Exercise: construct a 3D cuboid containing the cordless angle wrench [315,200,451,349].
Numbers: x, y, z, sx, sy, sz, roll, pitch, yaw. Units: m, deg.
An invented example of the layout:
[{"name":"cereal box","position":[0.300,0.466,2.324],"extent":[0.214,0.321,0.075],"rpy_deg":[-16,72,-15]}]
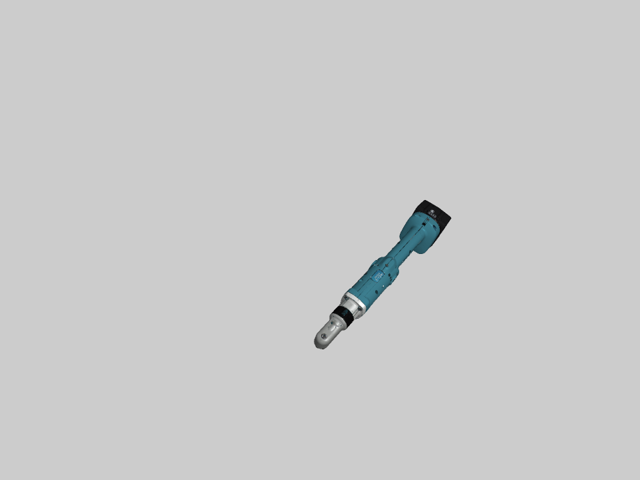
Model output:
[{"name":"cordless angle wrench","position":[0.127,0.066,0.859],"extent":[0.421,0.074,0.098],"rpy_deg":[-42,-19,-34]}]
